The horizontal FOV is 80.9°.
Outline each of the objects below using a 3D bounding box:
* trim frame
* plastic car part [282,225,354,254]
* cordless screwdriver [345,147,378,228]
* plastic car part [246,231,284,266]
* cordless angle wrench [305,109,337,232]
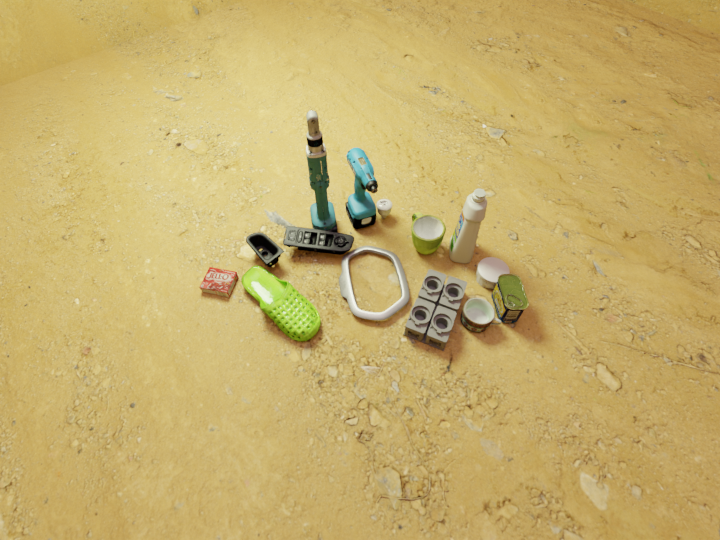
[{"bbox_3d":[0.033,0.029,1.170,0.184,0.026,0.258,-10,54,-2],"label":"trim frame"},{"bbox_3d":[-0.121,-0.079,1.239,0.206,0.065,0.068,5,55,8],"label":"plastic car part"},{"bbox_3d":[0.009,-0.212,1.214,0.073,0.240,0.166,-16,56,-10],"label":"cordless screwdriver"},{"bbox_3d":[-0.279,-0.055,1.234,0.065,0.068,0.122,-37,60,-21],"label":"plastic car part"},{"bbox_3d":[-0.112,-0.245,1.145,0.074,0.409,0.102,-8,56,-5],"label":"cordless angle wrench"}]
